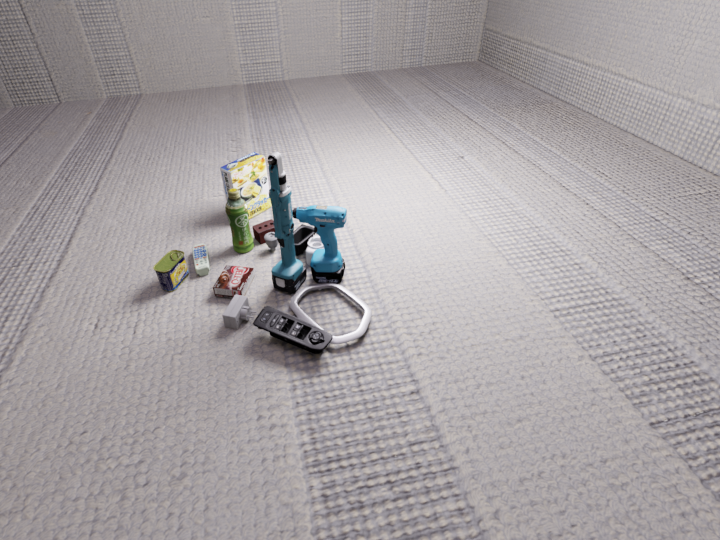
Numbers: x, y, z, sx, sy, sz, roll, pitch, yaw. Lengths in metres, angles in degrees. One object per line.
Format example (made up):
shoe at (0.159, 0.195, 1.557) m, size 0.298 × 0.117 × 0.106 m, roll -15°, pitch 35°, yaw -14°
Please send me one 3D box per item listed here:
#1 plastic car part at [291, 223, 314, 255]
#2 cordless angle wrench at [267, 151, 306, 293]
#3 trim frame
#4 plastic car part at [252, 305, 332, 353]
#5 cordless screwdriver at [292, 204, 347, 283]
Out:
plastic car part at (-0.193, -0.090, 1.372) m, size 0.069 × 0.068 × 0.115 m, roll 17°, pitch 43°, yaw 22°
cordless angle wrench at (-0.208, -0.122, 1.143) m, size 0.077 × 0.409 × 0.097 m, roll 17°, pitch 41°, yaw 19°
trim frame at (-0.084, 0.111, 1.150) m, size 0.180 × 0.026 × 0.263 m, roll -30°, pitch 46°, yaw -29°
plastic car part at (-0.169, 0.160, 1.066) m, size 0.211 × 0.065 × 0.066 m, roll 15°, pitch 41°, yaw 21°
cordless screwdriver at (-0.119, -0.078, 1.215) m, size 0.162 × 0.241 × 0.075 m, roll 6°, pitch 38°, yaw 8°
